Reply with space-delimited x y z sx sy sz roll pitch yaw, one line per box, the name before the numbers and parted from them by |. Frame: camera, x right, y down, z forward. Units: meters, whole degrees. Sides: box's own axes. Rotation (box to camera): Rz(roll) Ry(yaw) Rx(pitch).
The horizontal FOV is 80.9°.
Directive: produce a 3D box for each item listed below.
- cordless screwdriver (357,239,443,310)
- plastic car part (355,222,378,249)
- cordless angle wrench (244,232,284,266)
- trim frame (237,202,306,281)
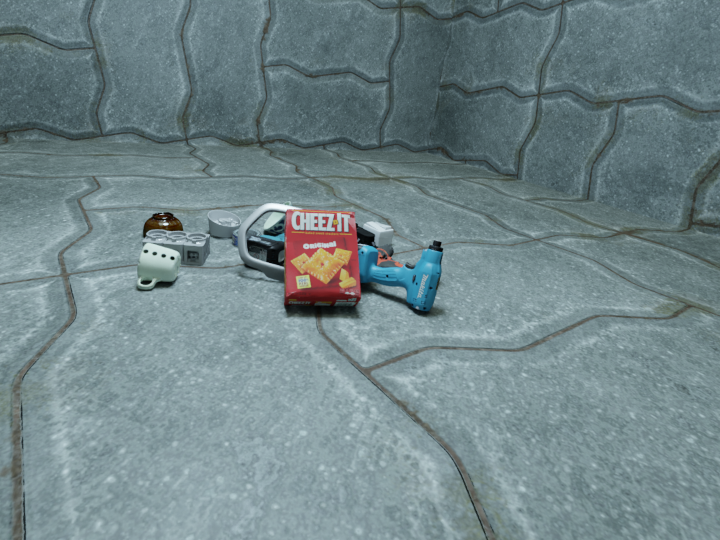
cordless screwdriver | 0.067 -0.017 0.996 0.261 0.158 0.071 17 7 29
plastic car part | -0.014 -0.114 1.334 0.063 0.066 0.215 -1 25 -38
cordless angle wrench | -0.191 -0.100 1.247 0.101 0.073 0.415 14 22 16
trim frame | -0.178 -0.065 1.030 0.248 0.185 0.027 13 -9 0
